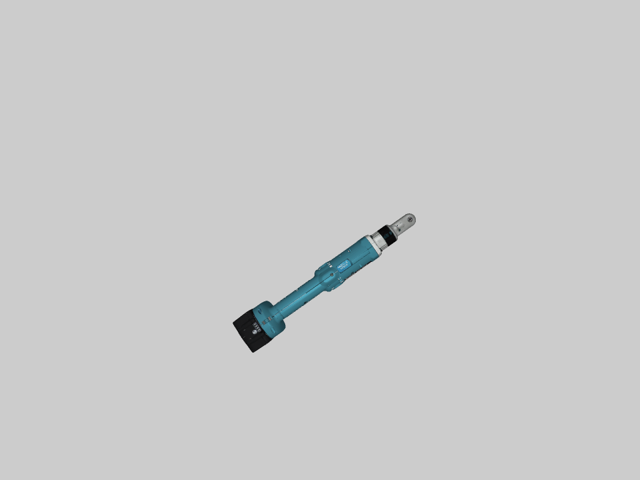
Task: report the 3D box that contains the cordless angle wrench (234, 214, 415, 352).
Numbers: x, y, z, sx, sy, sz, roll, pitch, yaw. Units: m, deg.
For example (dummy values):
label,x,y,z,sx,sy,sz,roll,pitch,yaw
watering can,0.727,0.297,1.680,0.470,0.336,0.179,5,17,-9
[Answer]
label,x,y,z,sx,sy,sz,roll,pitch,yaw
cordless angle wrench,0.020,0.074,0.867,0.423,0.074,0.098,-35,-5,-1
